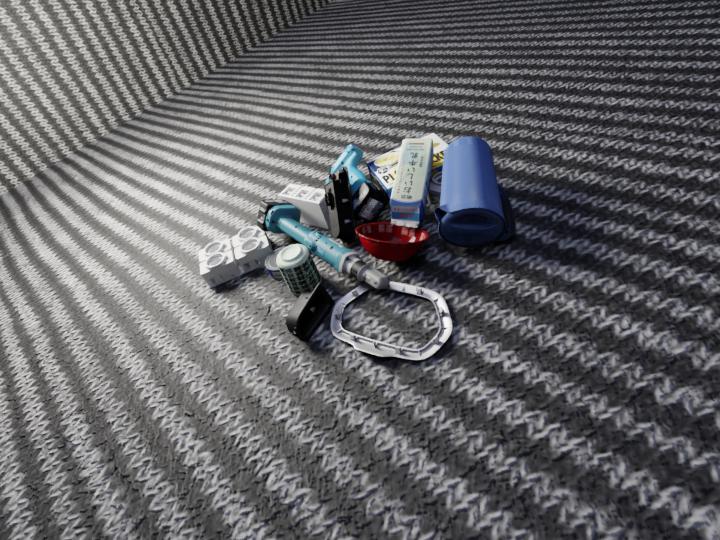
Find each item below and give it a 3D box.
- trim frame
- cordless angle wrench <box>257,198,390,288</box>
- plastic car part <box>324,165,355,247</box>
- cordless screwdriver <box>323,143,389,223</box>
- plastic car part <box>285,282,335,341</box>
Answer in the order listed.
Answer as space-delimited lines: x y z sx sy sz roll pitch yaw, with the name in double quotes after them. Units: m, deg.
0.055 0.092 0.838 0.261 0.026 0.184 11 52 30 "trim frame"
-0.098 -0.064 1.001 0.094 0.073 0.448 -9 32 -43 "cordless angle wrench"
-0.053 -0.159 1.049 0.068 0.064 0.207 -25 70 45 "plastic car part"
-0.026 -0.221 1.149 0.160 0.070 0.261 -49 41 26 "cordless screwdriver"
-0.120 0.088 0.900 0.074 0.063 0.116 4 49 46 "plastic car part"
